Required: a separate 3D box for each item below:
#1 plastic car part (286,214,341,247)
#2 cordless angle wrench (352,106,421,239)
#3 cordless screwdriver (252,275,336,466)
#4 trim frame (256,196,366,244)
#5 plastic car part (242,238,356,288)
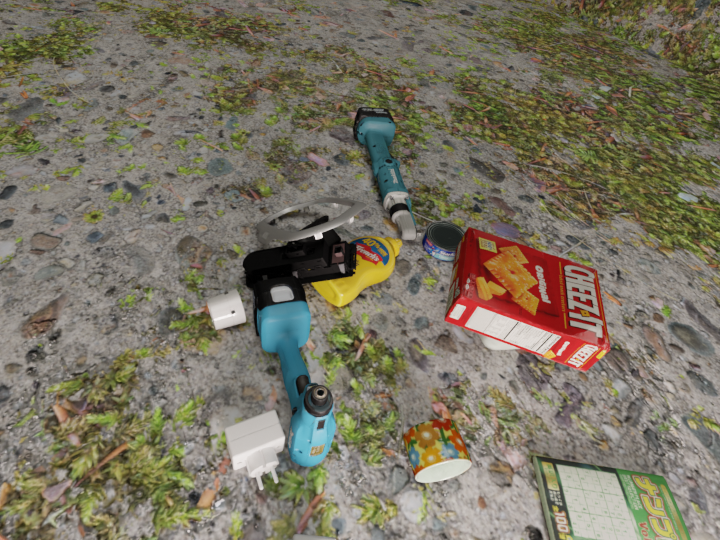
[{"bbox_3d":[-0.077,-0.050,0.787,0.073,0.066,0.114,48,51,11],"label":"plastic car part"},{"bbox_3d":[0.060,-0.230,0.967,0.096,0.073,0.439,-2,49,-12],"label":"cordless angle wrench"},{"bbox_3d":[-0.089,0.109,0.563,0.072,0.156,0.261,-7,47,-19],"label":"cordless screwdriver"},{"bbox_3d":[-0.097,-0.092,0.756,0.180,0.027,0.261,-26,25,-21],"label":"trim frame"},{"bbox_3d":[-0.111,-0.012,0.693,0.209,0.063,0.068,-11,58,21],"label":"plastic car part"}]
